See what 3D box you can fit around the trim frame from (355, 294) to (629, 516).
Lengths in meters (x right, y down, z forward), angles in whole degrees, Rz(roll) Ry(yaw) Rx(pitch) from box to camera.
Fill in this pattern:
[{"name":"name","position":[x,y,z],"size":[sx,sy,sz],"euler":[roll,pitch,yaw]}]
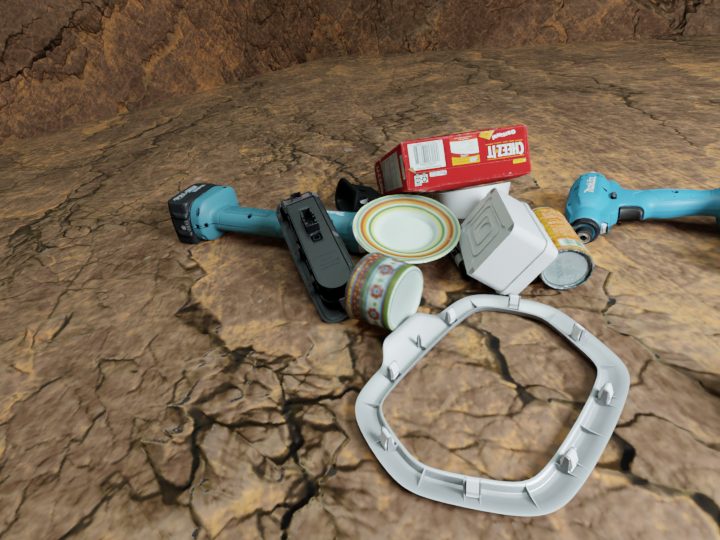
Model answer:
[{"name":"trim frame","position":[0.109,0.091,0.364],"size":[0.195,0.026,0.243],"euler":[22,45,40]}]

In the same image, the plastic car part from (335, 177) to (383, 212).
[{"name":"plastic car part","position":[0.004,-0.113,0.688],"size":[0.069,0.065,0.121],"euler":[2,26,-14]}]

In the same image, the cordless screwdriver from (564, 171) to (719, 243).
[{"name":"cordless screwdriver","position":[0.388,-0.068,0.505],"size":[0.261,0.072,0.157],"euler":[8,35,30]}]

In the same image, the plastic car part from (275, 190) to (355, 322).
[{"name":"plastic car part","position":[-0.051,-0.033,0.518],"size":[0.065,0.065,0.212],"euler":[-17,55,-14]}]

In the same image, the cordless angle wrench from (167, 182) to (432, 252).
[{"name":"cordless angle wrench","position":[-0.093,-0.070,0.630],"size":[0.439,0.072,0.097],"euler":[9,35,22]}]
